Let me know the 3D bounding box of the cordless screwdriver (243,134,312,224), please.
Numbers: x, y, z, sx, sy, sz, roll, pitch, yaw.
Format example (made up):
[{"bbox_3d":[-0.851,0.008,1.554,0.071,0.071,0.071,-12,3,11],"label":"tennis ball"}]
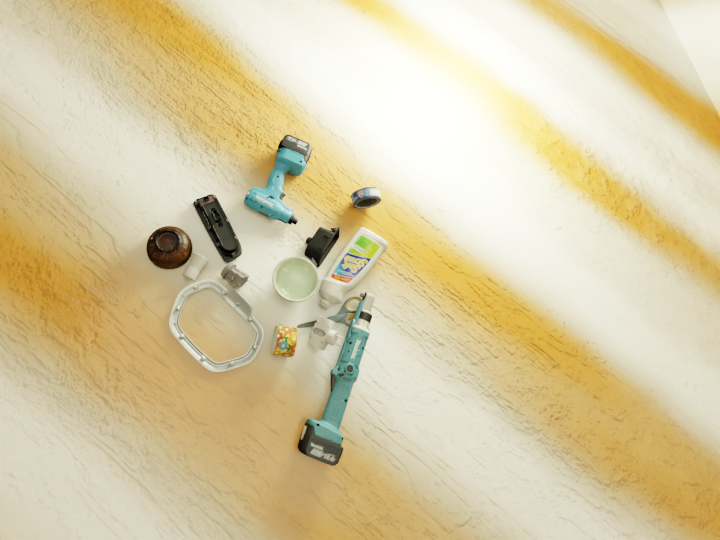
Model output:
[{"bbox_3d":[-0.209,-0.256,1.211,0.158,0.074,0.250,26,69,-4],"label":"cordless screwdriver"}]

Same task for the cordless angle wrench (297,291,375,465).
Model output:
[{"bbox_3d":[-0.036,0.247,1.051,0.097,0.074,0.427,22,66,-7],"label":"cordless angle wrench"}]

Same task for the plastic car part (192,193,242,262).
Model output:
[{"bbox_3d":[-0.374,-0.120,1.125,0.064,0.068,0.206,-23,79,-29],"label":"plastic car part"}]

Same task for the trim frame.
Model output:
[{"bbox_3d":[-0.355,0.133,1.048,0.252,0.027,0.182,43,65,7],"label":"trim frame"}]

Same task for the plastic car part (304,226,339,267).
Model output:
[{"bbox_3d":[-0.115,-0.075,1.174,0.073,0.064,0.116,30,68,13],"label":"plastic car part"}]
